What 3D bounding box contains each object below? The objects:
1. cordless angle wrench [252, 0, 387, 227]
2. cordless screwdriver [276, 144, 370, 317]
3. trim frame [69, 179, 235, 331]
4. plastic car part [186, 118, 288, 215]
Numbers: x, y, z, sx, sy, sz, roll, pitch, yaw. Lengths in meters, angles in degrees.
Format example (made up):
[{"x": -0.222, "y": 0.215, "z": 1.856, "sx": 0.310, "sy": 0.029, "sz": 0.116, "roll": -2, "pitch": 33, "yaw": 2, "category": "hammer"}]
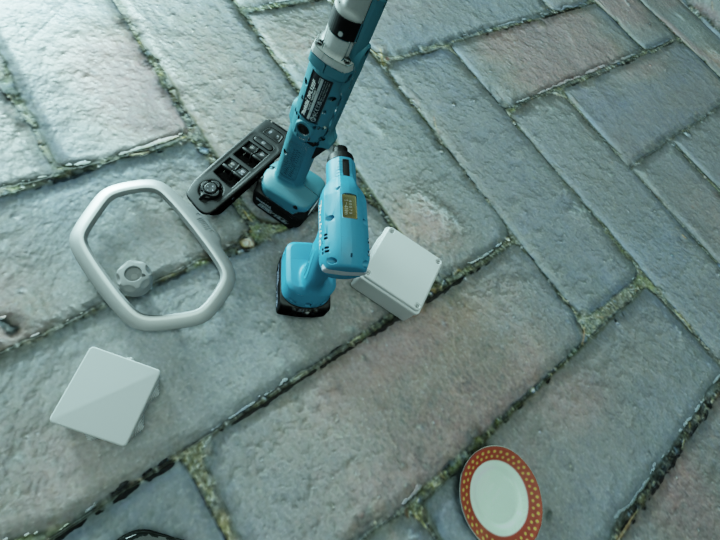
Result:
[{"x": -0.056, "y": -0.188, "z": 0.527, "sx": 0.098, "sy": 0.425, "sz": 0.074, "roll": 36, "pitch": 61, "yaw": -4, "category": "cordless angle wrench"}, {"x": -0.054, "y": -0.035, "z": 0.555, "sx": 0.072, "sy": 0.250, "sz": 0.163, "roll": 6, "pitch": 66, "yaw": -19, "category": "cordless screwdriver"}, {"x": -0.292, "y": -0.026, "z": 0.606, "sx": 0.181, "sy": 0.027, "sz": 0.253, "roll": -38, "pitch": 81, "yaw": -28, "category": "trim frame"}, {"x": -0.193, "y": -0.158, "z": 0.675, "sx": 0.067, "sy": 0.067, "sz": 0.201, "roll": 39, "pitch": 61, "yaw": 1, "category": "plastic car part"}]
